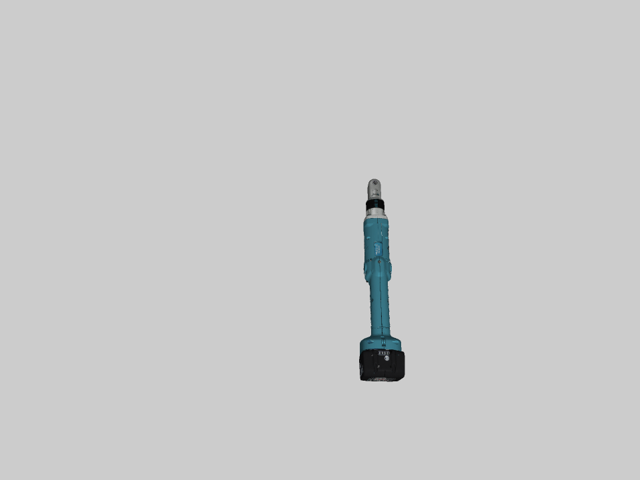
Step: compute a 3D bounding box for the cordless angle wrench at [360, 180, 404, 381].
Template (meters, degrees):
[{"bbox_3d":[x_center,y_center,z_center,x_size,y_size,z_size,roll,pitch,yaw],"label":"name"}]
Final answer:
[{"bbox_3d":[0.115,0.060,0.854,0.074,0.421,0.098,1,-24,0],"label":"cordless angle wrench"}]
